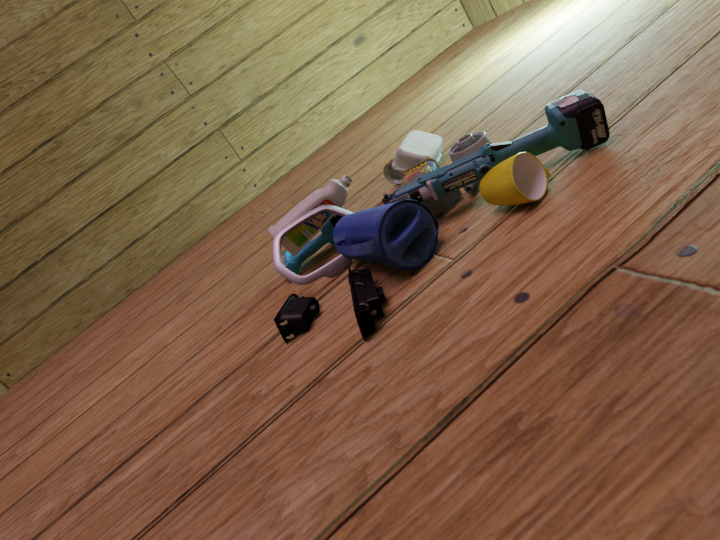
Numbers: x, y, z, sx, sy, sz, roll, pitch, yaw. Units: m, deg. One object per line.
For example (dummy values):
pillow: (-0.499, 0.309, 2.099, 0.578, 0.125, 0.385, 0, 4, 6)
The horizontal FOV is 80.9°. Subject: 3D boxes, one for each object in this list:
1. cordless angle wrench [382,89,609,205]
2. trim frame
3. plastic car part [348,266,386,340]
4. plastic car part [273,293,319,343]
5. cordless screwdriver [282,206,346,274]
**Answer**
cordless angle wrench: (0.242, -0.212, 0.840, 0.432, 0.093, 0.076, -21, 32, 19)
trim frame: (-0.101, -0.066, 1.031, 0.245, 0.192, 0.027, -34, -26, -16)
plastic car part: (0.009, 0.042, 0.792, 0.067, 0.064, 0.209, -25, 23, 2)
plastic car part: (-0.124, 0.090, 0.901, 0.073, 0.063, 0.117, -7, 30, 24)
cordless screwdriver: (-0.130, -0.083, 1.209, 0.250, 0.072, 0.164, -38, 22, 6)
